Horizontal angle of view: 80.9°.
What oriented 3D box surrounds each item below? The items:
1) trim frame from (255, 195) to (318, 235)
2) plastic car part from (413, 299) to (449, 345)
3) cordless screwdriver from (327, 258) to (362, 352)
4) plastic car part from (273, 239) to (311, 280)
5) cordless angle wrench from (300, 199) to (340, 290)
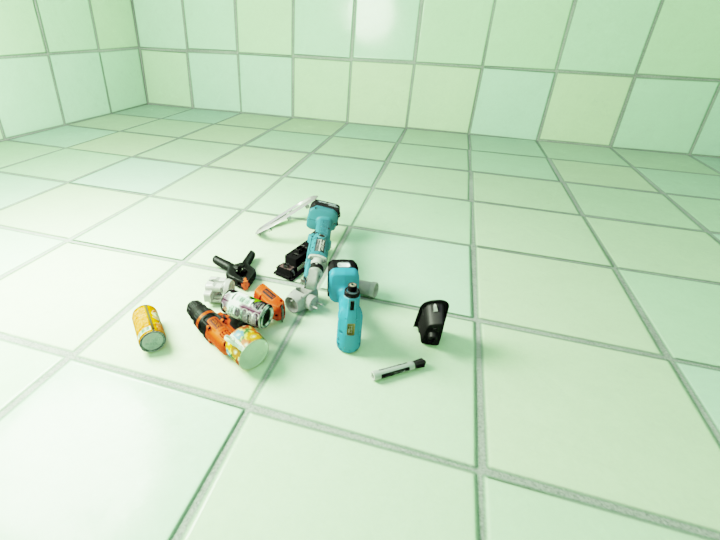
[{"bbox_3d":[-0.236,-0.180,1.370,0.245,0.027,0.191,-41,20,-27],"label":"trim frame"},{"bbox_3d":[0.154,0.121,0.907,0.066,0.113,0.072,6,53,2],"label":"plastic car part"},{"bbox_3d":[-0.033,0.047,0.964,0.074,0.155,0.257,0,28,-7],"label":"cordless screwdriver"},{"bbox_3d":[-0.166,-0.045,1.210,0.069,0.065,0.199,11,28,27],"label":"plastic car part"},{"bbox_3d":[-0.112,-0.073,1.149,0.097,0.073,0.433,12,31,-7],"label":"cordless angle wrench"}]
